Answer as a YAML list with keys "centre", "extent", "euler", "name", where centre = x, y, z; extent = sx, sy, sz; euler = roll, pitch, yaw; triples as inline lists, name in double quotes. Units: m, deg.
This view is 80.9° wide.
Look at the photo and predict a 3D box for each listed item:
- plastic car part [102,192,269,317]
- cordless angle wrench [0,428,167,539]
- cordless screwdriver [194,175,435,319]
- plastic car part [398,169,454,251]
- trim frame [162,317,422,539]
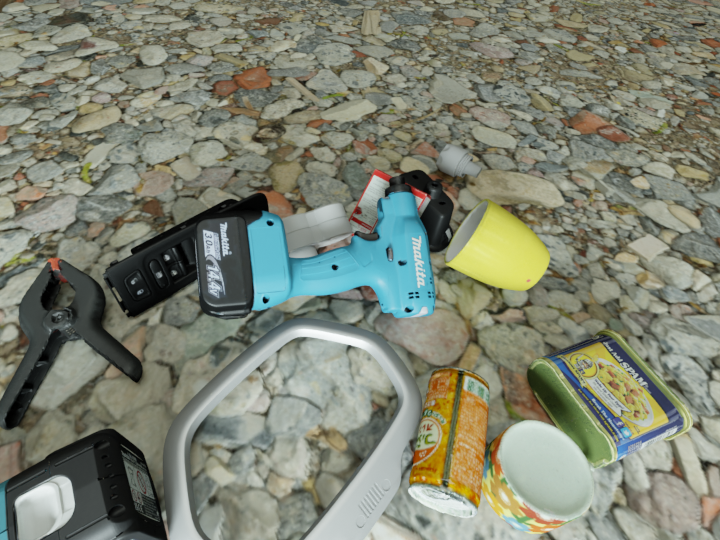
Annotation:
- centre: [-0.195, -0.030, 0.495]
  extent: [0.199, 0.064, 0.071]
  euler: [-34, 35, -27]
  name: "plastic car part"
- centre: [-0.333, 0.241, 0.237]
  extent: [0.415, 0.095, 0.078]
  euler: [-26, 57, -19]
  name: "cordless angle wrench"
- centre: [-0.043, -0.028, 0.439]
  extent: [0.242, 0.075, 0.162]
  euler: [0, 75, -17]
  name: "cordless screwdriver"
- centre: [0.083, -0.089, 0.550]
  extent: [0.064, 0.069, 0.123]
  euler: [-21, 51, -22]
  name: "plastic car part"
- centre: [-0.055, 0.141, 0.373]
  extent: [0.192, 0.027, 0.244]
  euler: [32, 53, 23]
  name: "trim frame"
